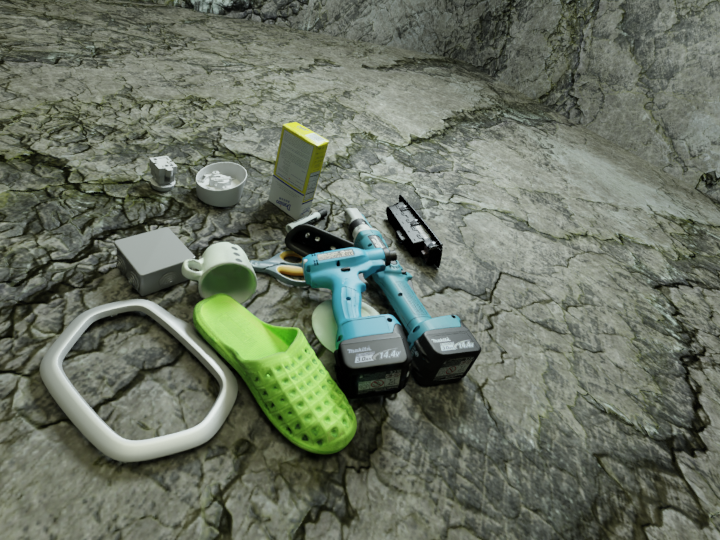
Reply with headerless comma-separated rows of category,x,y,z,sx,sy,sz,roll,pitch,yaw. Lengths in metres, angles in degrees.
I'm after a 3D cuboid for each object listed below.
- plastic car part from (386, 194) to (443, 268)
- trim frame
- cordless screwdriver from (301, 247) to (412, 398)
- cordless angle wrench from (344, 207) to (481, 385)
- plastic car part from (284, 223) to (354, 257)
plastic car part,0.107,-0.087,0.915,0.067,0.063,0.212,-17,45,-4
trim frame,-0.268,0.123,0.523,0.259,0.027,0.180,31,40,21
cordless screwdriver,0.012,0.055,0.629,0.157,0.072,0.261,-11,43,-11
cordless angle wrench,0.053,0.006,0.764,0.094,0.073,0.445,-2,39,-25
plastic car part,-0.077,-0.050,0.786,0.117,0.066,0.071,26,11,2
